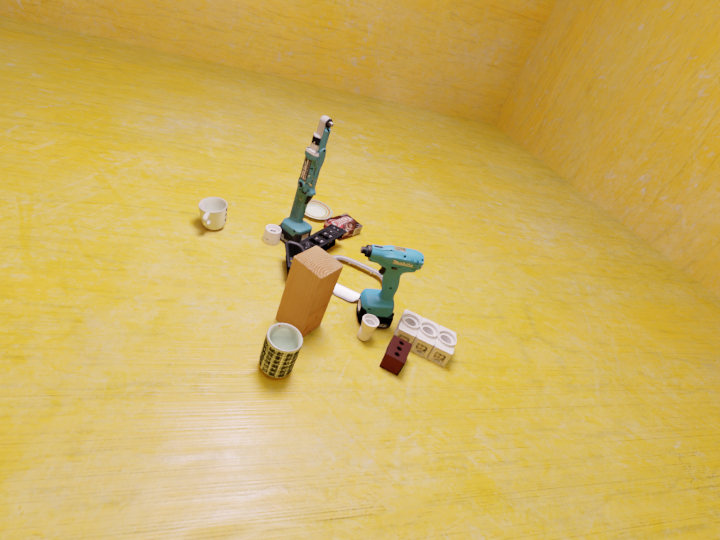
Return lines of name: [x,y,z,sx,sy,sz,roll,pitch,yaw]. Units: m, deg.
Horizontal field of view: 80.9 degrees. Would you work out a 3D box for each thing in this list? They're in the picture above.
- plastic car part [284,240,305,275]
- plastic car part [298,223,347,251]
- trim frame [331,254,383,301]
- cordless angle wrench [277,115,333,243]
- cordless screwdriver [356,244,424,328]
plastic car part: [-0.194,-0.025,1.231,0.064,0.070,0.122,4,37,-22]
plastic car part: [-0.131,-0.086,1.345,0.069,0.066,0.197,34,38,19]
trim frame: [-0.023,0.026,1.275,0.253,0.027,0.183,24,35,8]
cordless angle wrench: [-0.158,-0.258,1.260,0.102,0.418,0.072,40,38,24]
cordless screwdriver: [0.046,0.038,1.100,0.156,0.245,0.077,12,36,-13]
